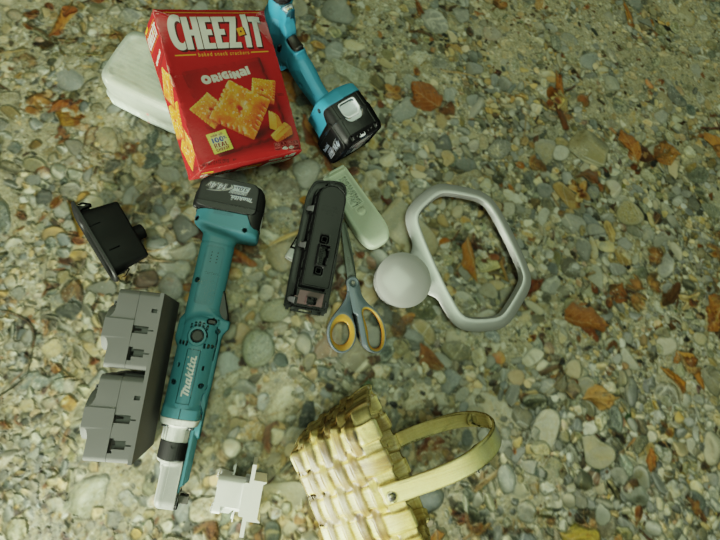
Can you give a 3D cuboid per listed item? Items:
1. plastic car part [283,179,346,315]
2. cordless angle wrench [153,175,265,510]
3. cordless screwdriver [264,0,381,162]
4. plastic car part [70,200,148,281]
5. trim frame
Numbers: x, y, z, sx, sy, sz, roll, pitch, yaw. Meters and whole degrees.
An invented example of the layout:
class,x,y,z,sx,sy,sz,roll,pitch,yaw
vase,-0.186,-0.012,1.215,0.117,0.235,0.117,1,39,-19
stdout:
class,x,y,z,sx,sy,sz,roll,pitch,yaw
plastic car part,-0.060,-0.039,0.609,0.065,0.067,0.204,11,81,-9
cordless angle wrench,-0.213,0.086,0.566,0.097,0.074,0.427,10,77,-8
cordless screwdriver,-0.068,-0.296,0.637,0.073,0.160,0.251,-34,87,-17
plastic car part,-0.339,-0.047,0.588,0.069,0.067,0.117,-35,88,-31
trim frame,0.169,-0.025,0.675,0.181,0.027,0.252,-21,82,-14
